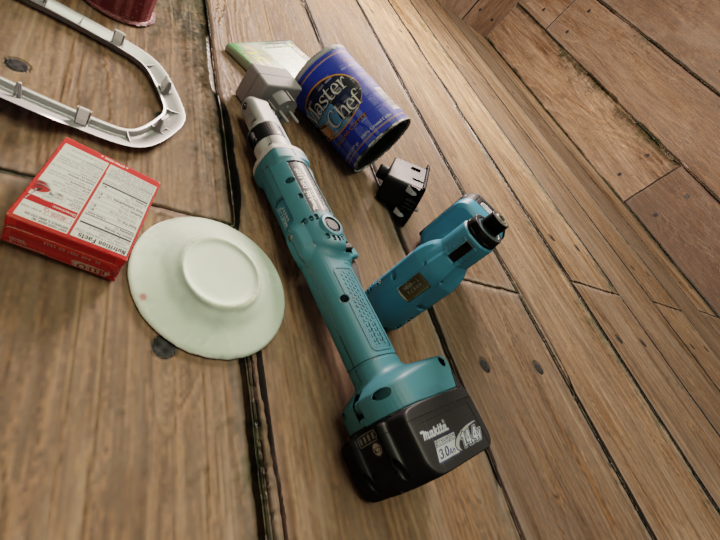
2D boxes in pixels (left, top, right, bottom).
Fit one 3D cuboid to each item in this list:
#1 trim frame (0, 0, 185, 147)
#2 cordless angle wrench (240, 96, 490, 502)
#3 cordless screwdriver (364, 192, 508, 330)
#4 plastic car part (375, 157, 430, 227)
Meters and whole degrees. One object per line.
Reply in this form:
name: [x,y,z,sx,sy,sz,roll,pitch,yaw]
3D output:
trim frame: [-0.276,-0.194,0.377,0.237,0.028,0.190,24,41,-28]
cordless angle wrench: [-0.039,-0.026,0.403,0.093,0.075,0.440,1,52,-44]
cordless screwdriver: [0.110,-0.033,0.474,0.075,0.161,0.243,50,34,2]
plastic car part: [0.056,-0.126,0.607,0.071,0.065,0.118,25,35,-4]
